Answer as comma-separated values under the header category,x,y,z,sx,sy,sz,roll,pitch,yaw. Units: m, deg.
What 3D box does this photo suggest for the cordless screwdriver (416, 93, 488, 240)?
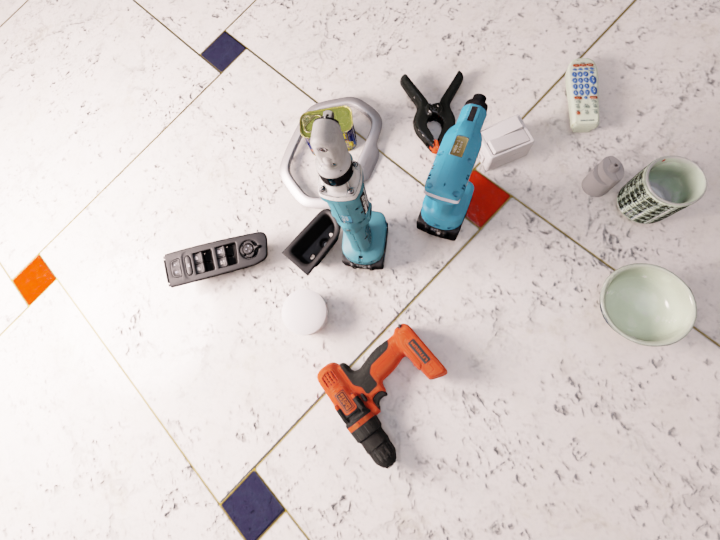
category,x,y,z,sx,sy,sz,roll,pitch,yaw
cordless screwdriver,0.147,-0.147,0.664,0.076,0.241,0.159,21,81,11

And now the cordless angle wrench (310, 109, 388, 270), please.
category,x,y,z,sx,sy,sz,roll,pitch,yaw
cordless angle wrench,-0.012,-0.086,0.592,0.076,0.410,0.099,6,79,8

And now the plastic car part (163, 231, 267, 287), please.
category,x,y,z,sx,sy,sz,roll,pitch,yaw
plastic car part,-0.268,-0.019,0.810,0.205,0.065,0.068,-15,74,7

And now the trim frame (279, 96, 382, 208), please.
category,x,y,z,sx,sy,sz,roll,pitch,yaw
trim frame,-0.058,-0.237,0.845,0.190,0.026,0.249,21,81,16

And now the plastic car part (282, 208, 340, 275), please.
category,x,y,z,sx,sy,sz,roll,pitch,yaw
plastic car part,-0.076,-0.050,0.776,0.068,0.069,0.116,40,86,16
